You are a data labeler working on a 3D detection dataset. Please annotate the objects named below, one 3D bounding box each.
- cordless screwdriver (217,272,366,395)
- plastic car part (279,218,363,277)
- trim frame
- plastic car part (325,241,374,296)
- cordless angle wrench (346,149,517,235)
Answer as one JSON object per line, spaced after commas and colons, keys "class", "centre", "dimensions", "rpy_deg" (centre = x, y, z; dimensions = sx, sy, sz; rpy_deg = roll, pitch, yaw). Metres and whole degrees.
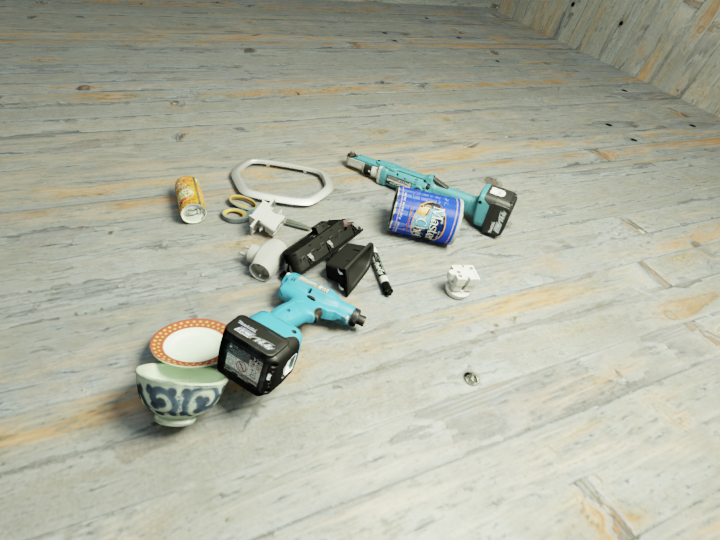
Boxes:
{"class": "cordless screwdriver", "centre": [-0.094, 0.090, 0.648], "dimensions": [0.163, 0.073, 0.246], "rpy_deg": [22, 26, 11]}
{"class": "plastic car part", "centre": [-0.081, -0.053, 0.830], "dimensions": [0.070, 0.064, 0.200], "rpy_deg": [10, 41, 41]}
{"class": "trim frame", "centre": [-0.188, -0.217, 1.021], "dimensions": [0.249, 0.027, 0.189], "rpy_deg": [7, 45, 0]}
{"class": "plastic car part", "centre": [-0.027, -0.015, 0.819], "dimensions": [0.074, 0.064, 0.116], "rpy_deg": [13, 38, 22]}
{"class": "cordless angle wrench", "centre": [0.151, -0.208, 1.033], "dimensions": [0.440, 0.095, 0.073], "rpy_deg": [25, 44, 21]}
